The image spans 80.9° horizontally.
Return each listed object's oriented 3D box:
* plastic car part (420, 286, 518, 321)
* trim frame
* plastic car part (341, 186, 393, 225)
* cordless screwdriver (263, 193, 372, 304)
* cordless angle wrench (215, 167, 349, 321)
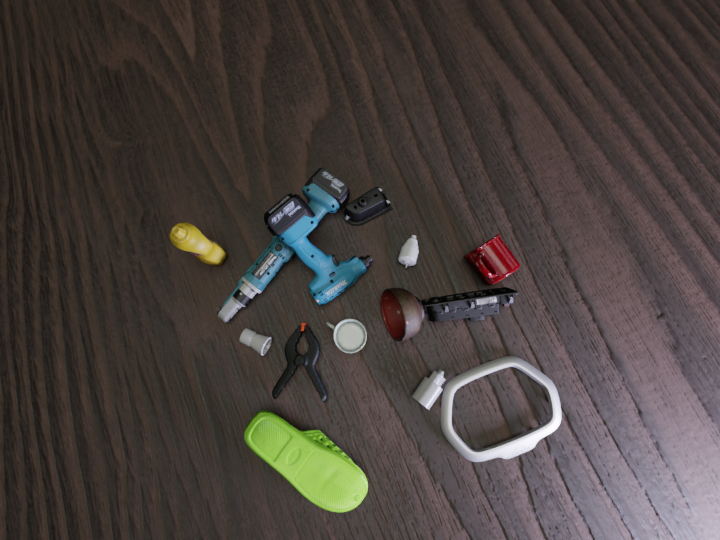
[{"bbox_3d":[0.228,0.076,0.915,0.204,0.067,0.066,-5,102,3],"label":"plastic car part"},{"bbox_3d":[0.284,0.285,0.868,0.248,0.027,0.189,-23,73,-2],"label":"trim frame"},{"bbox_3d":[0.012,-0.154,0.991,0.116,0.069,0.068,-29,76,-6],"label":"plastic car part"},{"bbox_3d":[-0.091,-0.059,0.929,0.159,0.077,0.241,-35,108,-5],"label":"cordless screwdriver"},{"bbox_3d":[-0.186,-0.050,0.987,0.100,0.072,0.422,37,84,12],"label":"cordless angle wrench"}]
